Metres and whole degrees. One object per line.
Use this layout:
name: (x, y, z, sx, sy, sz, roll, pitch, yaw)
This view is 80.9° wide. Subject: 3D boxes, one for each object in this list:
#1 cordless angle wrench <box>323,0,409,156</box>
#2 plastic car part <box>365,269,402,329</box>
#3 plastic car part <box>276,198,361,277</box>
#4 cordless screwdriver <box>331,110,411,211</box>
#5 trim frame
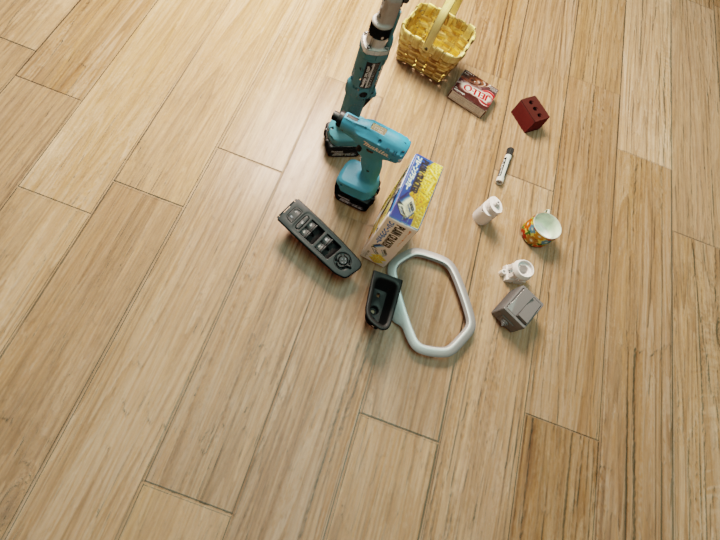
cordless angle wrench: (0.003, -0.378, 0.862, 0.096, 0.422, 0.076, -2, 72, -15)
plastic car part: (0.037, 0.070, 0.881, 0.066, 0.071, 0.118, 19, 67, -5)
plastic car part: (-0.089, -0.058, 0.913, 0.206, 0.066, 0.066, 42, 68, 8)
cordless screwdriver: (-0.007, -0.231, 0.896, 0.159, 0.248, 0.074, 29, 67, -2)
trim frame: (0.150, 0.065, 0.924, 0.181, 0.027, 0.255, -11, 71, -13)
